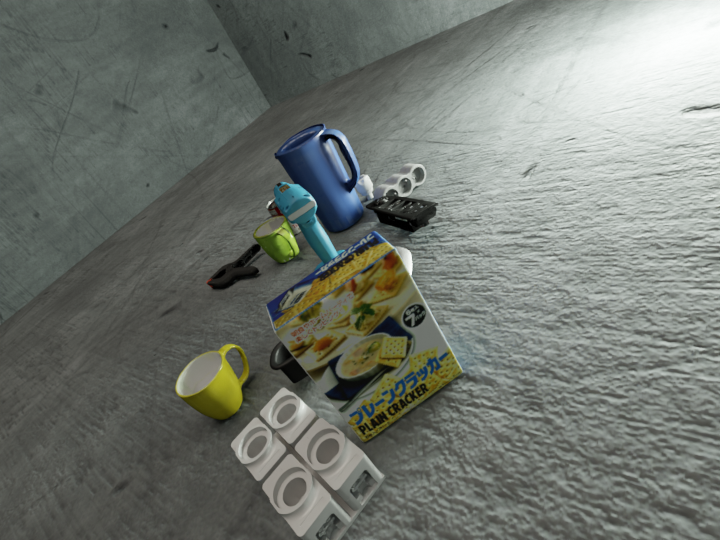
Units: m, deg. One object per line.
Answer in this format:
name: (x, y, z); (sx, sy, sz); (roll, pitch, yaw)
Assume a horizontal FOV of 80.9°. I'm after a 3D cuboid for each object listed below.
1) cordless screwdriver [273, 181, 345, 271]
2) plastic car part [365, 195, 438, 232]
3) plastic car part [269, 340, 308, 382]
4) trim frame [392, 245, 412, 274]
cordless screwdriver: (-0.073, -0.048, 0.749); (0.074, 0.238, 0.167); (-35, 28, -6)
plastic car part: (0.084, -0.118, 0.877); (0.066, 0.064, 0.213); (-39, 31, -12)
plastic car part: (-0.079, 0.131, 0.667); (0.116, 0.068, 0.069); (-36, 29, -6)
trim frame: (-0.012, 0.031, 0.788); (0.247, 0.026, 0.193); (-36, 31, -6)
